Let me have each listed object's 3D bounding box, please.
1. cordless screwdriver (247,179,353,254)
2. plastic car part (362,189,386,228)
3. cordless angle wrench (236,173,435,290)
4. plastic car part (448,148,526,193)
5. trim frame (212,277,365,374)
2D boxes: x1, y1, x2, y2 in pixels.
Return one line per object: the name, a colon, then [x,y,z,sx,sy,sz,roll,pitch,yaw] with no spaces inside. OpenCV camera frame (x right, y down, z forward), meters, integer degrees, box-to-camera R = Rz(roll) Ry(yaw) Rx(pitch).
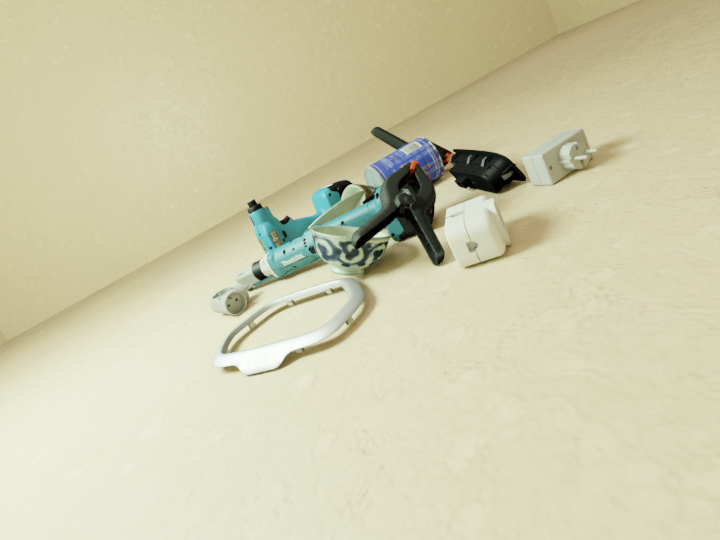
cordless screwdriver: [-0.123,-0.129,0.933,0.244,0.155,0.077,-35,16,-25]
plastic car part: [0.044,-0.123,0.818,0.065,0.069,0.120,-34,16,-15]
cordless angle wrench: [-0.076,-0.050,0.776,0.434,0.095,0.074,-22,20,28]
plastic car part: [0.203,-0.171,0.730,0.067,0.064,0.209,-39,19,-1]
trim frame: [-0.102,0.074,0.590,0.256,0.027,0.184,-17,21,26]
